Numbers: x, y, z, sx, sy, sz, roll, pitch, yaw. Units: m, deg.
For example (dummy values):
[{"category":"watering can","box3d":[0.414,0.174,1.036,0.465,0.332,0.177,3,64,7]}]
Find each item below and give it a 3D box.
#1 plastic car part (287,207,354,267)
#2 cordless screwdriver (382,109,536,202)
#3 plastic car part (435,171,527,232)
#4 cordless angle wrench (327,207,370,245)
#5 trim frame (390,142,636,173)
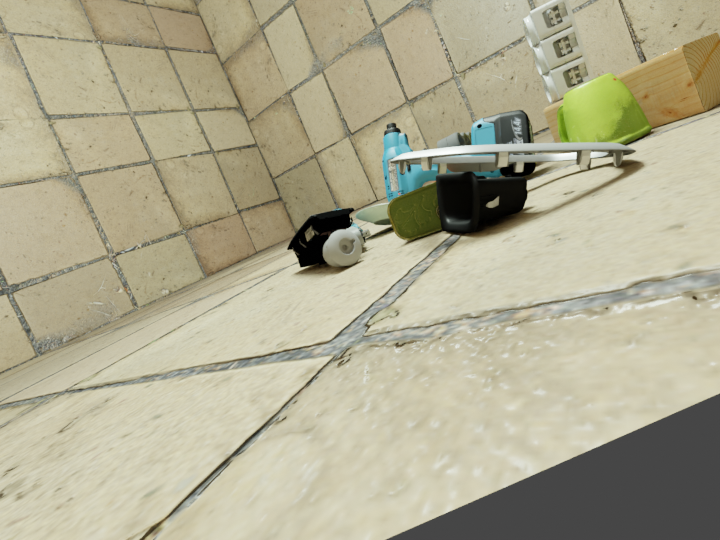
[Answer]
[{"category":"plastic car part","box3d":[-0.064,-0.042,0.660,0.065,0.067,0.207,-21,2,-22]},{"category":"cordless screwdriver","box3d":[0.153,-0.207,0.718,0.258,0.161,0.071,-10,-10,30]},{"category":"plastic car part","box3d":[0.127,-0.073,0.429,0.070,0.065,0.118,-10,9,-6]},{"category":"cordless angle wrench","box3d":[-0.044,-0.075,0.827,0.097,0.073,0.430,-25,11,-5]},{"category":"trim frame","box3d":[0.157,-0.119,0.459,0.248,0.027,0.187,-4,12,-3]}]
